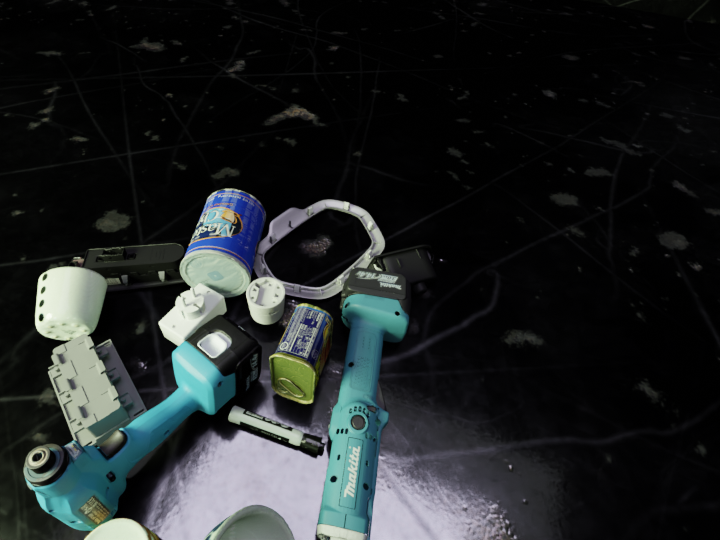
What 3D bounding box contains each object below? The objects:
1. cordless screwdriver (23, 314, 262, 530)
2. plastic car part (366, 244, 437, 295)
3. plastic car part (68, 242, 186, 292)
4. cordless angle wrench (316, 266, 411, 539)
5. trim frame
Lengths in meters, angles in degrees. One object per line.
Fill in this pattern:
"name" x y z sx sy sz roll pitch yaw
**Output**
"cordless screwdriver" -0.218 0.147 0.457 0.077 0.155 0.245 31 51 18
"plastic car part" 0.075 0.006 0.668 0.114 0.065 0.073 -11 66 -18
"plastic car part" -0.354 -0.010 0.654 0.200 0.065 0.069 -2 42 -9
"cordless angle wrench" -0.003 0.185 0.495 0.099 0.072 0.431 8 51 2
"trim frame" -0.071 -0.046 0.722 0.193 0.027 0.245 33 56 24
